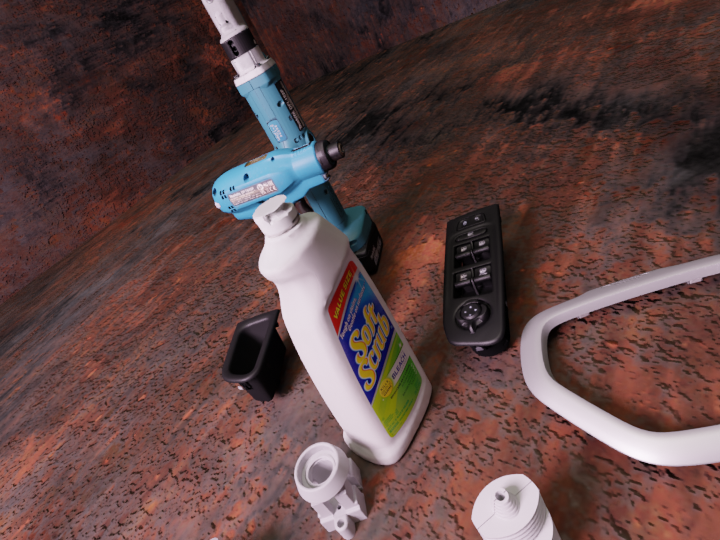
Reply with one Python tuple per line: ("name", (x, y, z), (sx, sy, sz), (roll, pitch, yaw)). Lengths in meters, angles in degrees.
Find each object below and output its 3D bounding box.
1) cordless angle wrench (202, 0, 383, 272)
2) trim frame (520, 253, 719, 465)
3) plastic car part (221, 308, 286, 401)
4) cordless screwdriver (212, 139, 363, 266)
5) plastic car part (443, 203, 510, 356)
("cordless angle wrench", (-0.088, -0.170, 0.577), (0.077, 0.405, 0.099), (-15, 31, 25))
("trim frame", (0.256, 0.055, 0.329), (0.252, 0.026, 0.190), (-23, 32, 12))
("plastic car part", (-0.124, 0.115, 0.527), (0.067, 0.068, 0.120), (-22, 31, 13))
("cordless screwdriver", (-0.050, -0.033, 0.510), (0.164, 0.238, 0.075), (-15, 31, 25))
("plastic car part", (0.129, 0.012, 0.462), (0.068, 0.064, 0.205), (-14, 35, 26))
